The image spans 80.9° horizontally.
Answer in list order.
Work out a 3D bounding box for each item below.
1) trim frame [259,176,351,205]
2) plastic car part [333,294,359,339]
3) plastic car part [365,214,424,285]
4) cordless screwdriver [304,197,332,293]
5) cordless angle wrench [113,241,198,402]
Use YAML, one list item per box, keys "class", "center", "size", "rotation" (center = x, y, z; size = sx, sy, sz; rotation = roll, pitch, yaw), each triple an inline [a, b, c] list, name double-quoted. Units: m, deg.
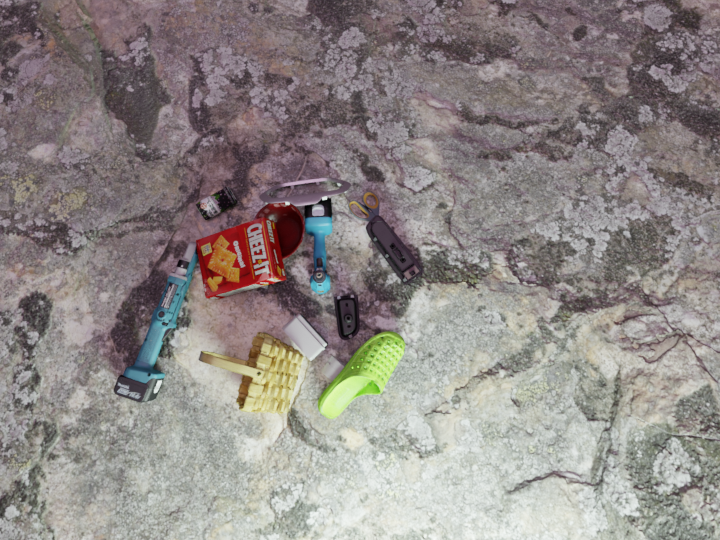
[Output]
- class: "trim frame"
  center: [-0.149, -0.213, 1.137]
  size: [0.248, 0.190, 0.027]
  rotation: [-7, 116, -2]
- class: "plastic car part"
  center: [-0.033, 0.118, 1.095]
  size: [0.066, 0.069, 0.119]
  rotation: [-6, 75, -1]
- class: "plastic car part"
  center: [0.086, -0.058, 1.130]
  size: [0.066, 0.065, 0.207]
  rotation: [-37, 80, 7]
- class: "cordless screwdriver"
  center: [-0.107, -0.070, 1.097]
  size: [0.074, 0.157, 0.253]
  rotation: [-2, 76, -3]
- class: "cordless angle wrench"
  center: [-0.513, 0.120, 1.113]
  size: [0.099, 0.073, 0.426]
  rotation: [15, 75, 3]
